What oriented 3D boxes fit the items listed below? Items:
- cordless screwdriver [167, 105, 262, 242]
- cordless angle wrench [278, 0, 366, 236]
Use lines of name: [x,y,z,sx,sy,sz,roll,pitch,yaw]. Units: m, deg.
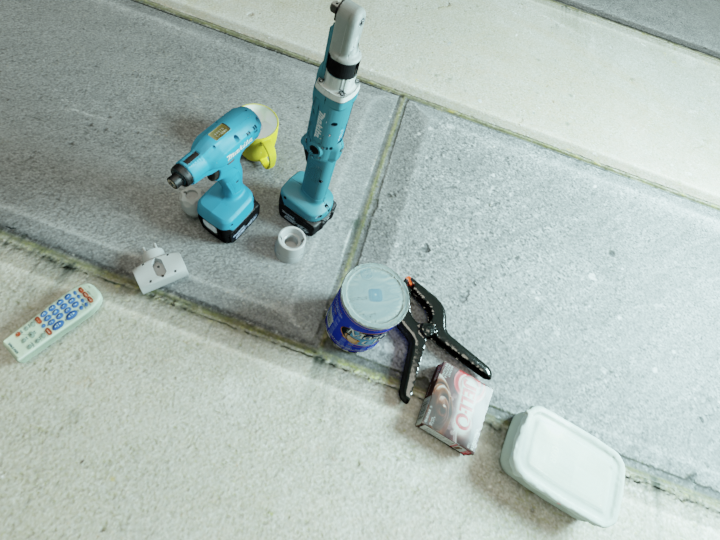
cordless screwdriver: [-0.226,-0.126,0.668,0.075,0.247,0.158,35,61,4]
cordless angle wrench: [-0.056,-0.196,0.637,0.099,0.419,0.074,38,61,5]
